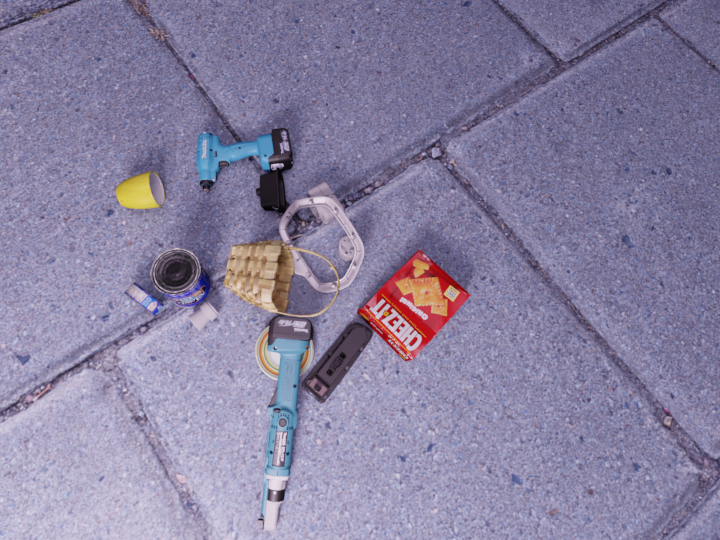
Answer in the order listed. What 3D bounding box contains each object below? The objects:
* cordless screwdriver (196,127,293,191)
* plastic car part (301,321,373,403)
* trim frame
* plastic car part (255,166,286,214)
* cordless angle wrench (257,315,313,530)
[{"bbox_3d":[-0.300,-0.285,1.096,0.248,0.073,0.162,-4,72,-2],"label":"cordless screwdriver"},{"bbox_3d":[-0.047,0.198,0.957,0.068,0.066,0.202,36,69,12],"label":"plastic car part"},{"bbox_3d":[-0.100,-0.066,1.026,0.186,0.027,0.253,-35,79,16],"label":"trim frame"},{"bbox_3d":[-0.231,-0.199,1.079,0.072,0.064,0.119,-12,73,6],"label":"plastic car part"},{"bbox_3d":[-0.165,0.313,0.892,0.097,0.074,0.427,5,78,-5],"label":"cordless angle wrench"}]
